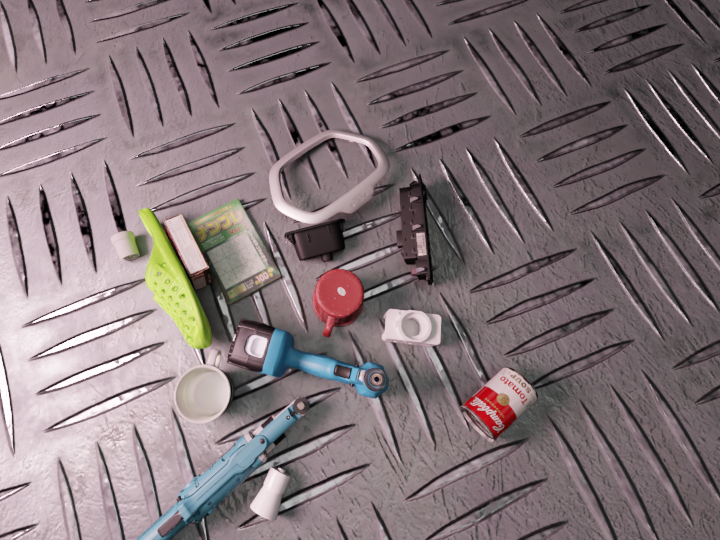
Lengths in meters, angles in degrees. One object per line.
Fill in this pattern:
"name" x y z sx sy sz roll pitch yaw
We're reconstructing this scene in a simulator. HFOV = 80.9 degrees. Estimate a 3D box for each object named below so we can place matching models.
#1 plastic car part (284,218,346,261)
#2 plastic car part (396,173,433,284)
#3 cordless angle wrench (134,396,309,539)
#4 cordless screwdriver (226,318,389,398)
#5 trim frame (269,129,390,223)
"plastic car part" -0.075 -0.049 0.769 0.115 0.066 0.071 -12 90 -8
"plastic car part" 0.100 -0.077 0.777 0.069 0.063 0.206 -5 72 23
"cordless angle wrench" -0.241 0.340 0.631 0.419 0.097 0.076 -40 80 -16
"cordless screwdriver" -0.079 0.141 0.653 0.252 0.156 0.075 15 74 5
"trim frame" -0.060 -0.184 0.807 0.245 0.027 0.192 -39 66 -20
